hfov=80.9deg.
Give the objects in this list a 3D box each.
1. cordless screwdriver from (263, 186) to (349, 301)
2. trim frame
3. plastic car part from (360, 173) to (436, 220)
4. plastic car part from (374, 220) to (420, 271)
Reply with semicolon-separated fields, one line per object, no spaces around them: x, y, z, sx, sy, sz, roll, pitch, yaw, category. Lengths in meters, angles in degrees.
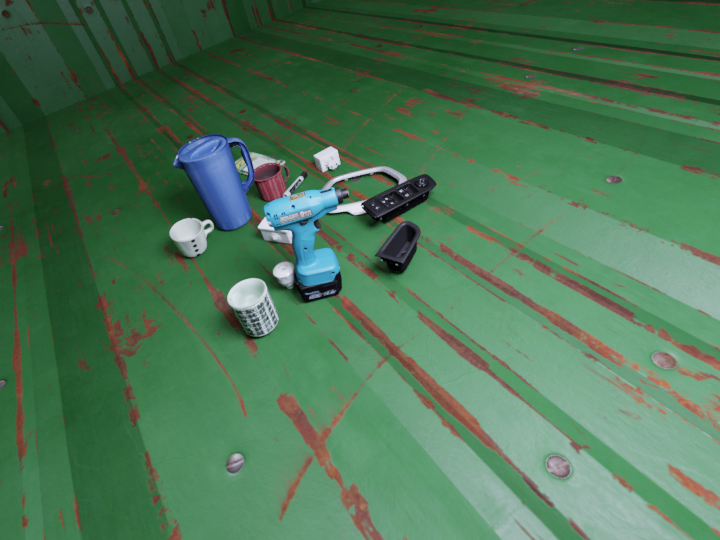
-0.083;-0.054;0.851;0.159;0.238;0.077;-15;42;-1;cordless screwdriver
0.001;-0.217;1.146;0.251;0.026;0.191;-12;43;6;trim frame
0.102;-0.172;1.040;0.200;0.064;0.070;-32;45;-16;plastic car part
0.091;-0.043;0.908;0.069;0.068;0.116;17;52;30;plastic car part
